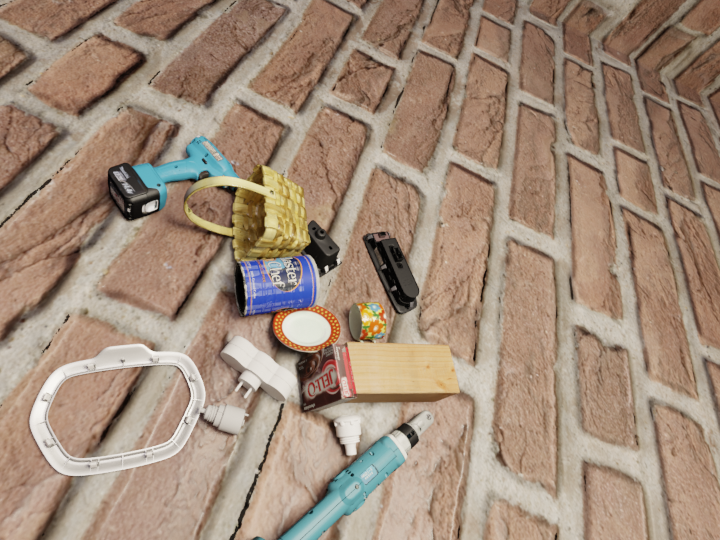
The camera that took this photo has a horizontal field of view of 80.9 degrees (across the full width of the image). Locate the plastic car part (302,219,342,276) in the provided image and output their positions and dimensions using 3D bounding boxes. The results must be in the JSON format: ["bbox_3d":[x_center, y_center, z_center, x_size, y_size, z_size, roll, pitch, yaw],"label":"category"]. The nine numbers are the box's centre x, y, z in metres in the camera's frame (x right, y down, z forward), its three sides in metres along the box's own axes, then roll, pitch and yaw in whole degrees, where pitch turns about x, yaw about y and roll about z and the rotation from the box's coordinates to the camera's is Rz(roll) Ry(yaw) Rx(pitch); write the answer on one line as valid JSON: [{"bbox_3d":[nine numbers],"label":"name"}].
[{"bbox_3d":[-0.088,-0.057,0.897,0.064,0.071,0.119,-31,78,-35],"label":"plastic car part"}]

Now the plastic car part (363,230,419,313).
[{"bbox_3d":[0.078,-0.007,0.932,0.064,0.067,0.209,-5,64,-32],"label":"plastic car part"}]

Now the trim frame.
[{"bbox_3d":[-0.370,0.209,0.660,0.241,0.027,0.191,-4,60,-19],"label":"trim frame"}]

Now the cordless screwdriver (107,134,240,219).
[{"bbox_3d":[-0.374,-0.181,0.874,0.162,0.074,0.244,45,52,10],"label":"cordless screwdriver"}]

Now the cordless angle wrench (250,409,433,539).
[{"bbox_3d":[-0.021,0.345,0.660,0.411,0.097,0.077,-28,72,-35],"label":"cordless angle wrench"}]
